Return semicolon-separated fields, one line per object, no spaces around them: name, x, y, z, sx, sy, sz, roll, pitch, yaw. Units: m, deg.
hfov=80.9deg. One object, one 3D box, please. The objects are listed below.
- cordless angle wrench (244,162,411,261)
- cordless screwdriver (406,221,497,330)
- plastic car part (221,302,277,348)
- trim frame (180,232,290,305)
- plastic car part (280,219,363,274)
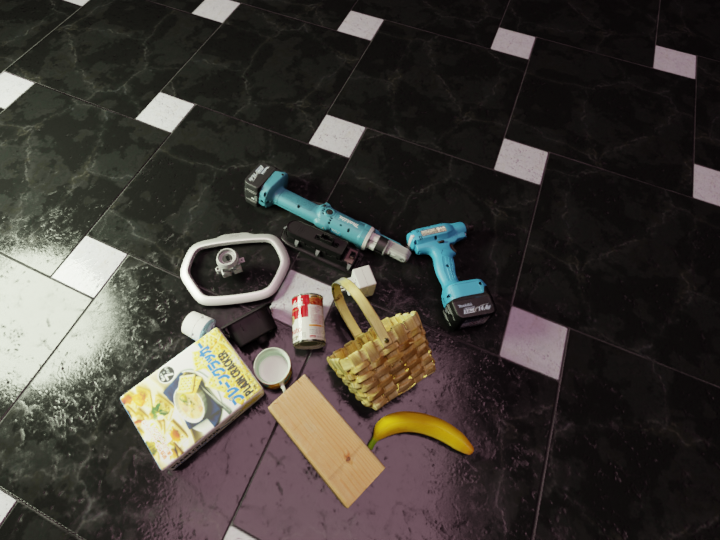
cordless angle wrench;-0.078;-0.125;1.004;0.431;0.073;0.098;27;57;10
cordless screwdriver;0.220;-0.001;0.939;0.157;0.072;0.259;-15;59;-9
plastic car part;-0.224;0.122;0.880;0.114;0.066;0.072;-25;82;-18
trim frame;-0.285;-0.009;0.964;0.247;0.027;0.190;-9;63;-3
plastic car part;-0.095;-0.062;0.975;0.209;0.065;0.066;22;66;14
